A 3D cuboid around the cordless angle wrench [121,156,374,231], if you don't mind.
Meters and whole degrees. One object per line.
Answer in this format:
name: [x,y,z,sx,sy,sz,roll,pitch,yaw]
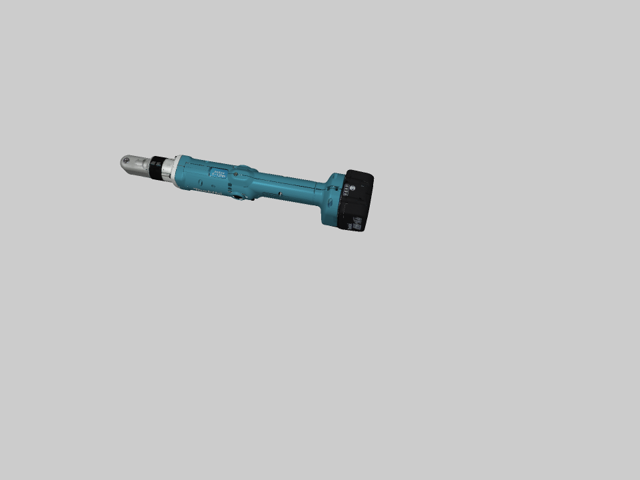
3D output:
cordless angle wrench: [-0.128,-0.094,0.701,0.423,0.074,0.098,10,-16,5]
